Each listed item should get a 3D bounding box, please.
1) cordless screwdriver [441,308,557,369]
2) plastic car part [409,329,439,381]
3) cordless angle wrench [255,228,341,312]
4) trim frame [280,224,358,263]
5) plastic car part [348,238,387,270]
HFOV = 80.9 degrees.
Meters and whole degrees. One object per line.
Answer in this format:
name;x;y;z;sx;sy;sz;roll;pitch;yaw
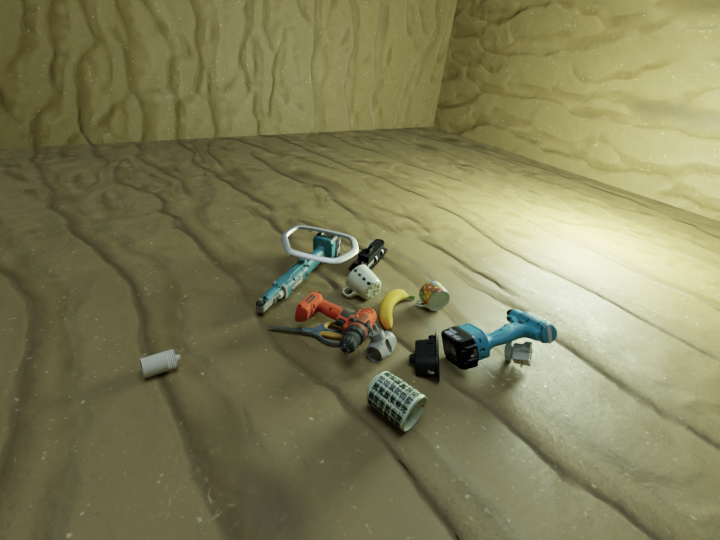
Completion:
cordless screwdriver;0.321;0.153;1.037;0.246;0.073;0.164;-14;15;-7
plastic car part;0.152;0.205;1.002;0.073;0.064;0.117;-3;30;16
cordless angle wrench;-0.184;0.002;1.280;0.077;0.095;0.418;17;36;19
trim frame;-0.128;-0.084;1.313;0.254;0.027;0.186;10;39;10
plastic car part;0.032;-0.057;1.432;0.069;0.065;0.199;12;27;24
